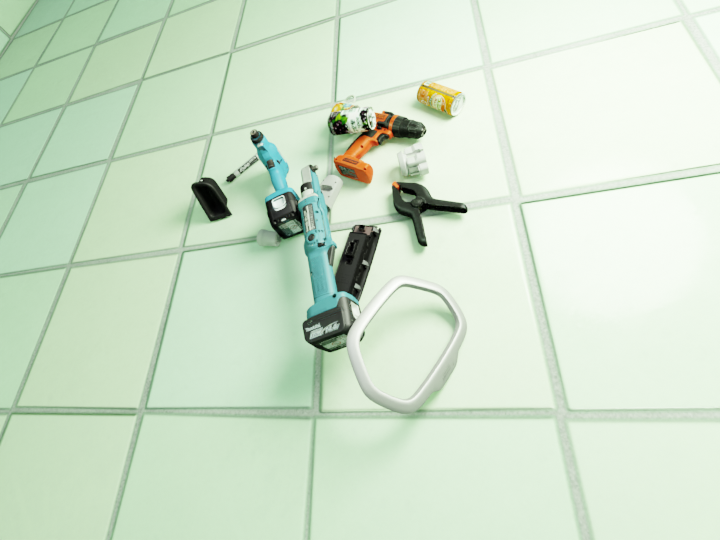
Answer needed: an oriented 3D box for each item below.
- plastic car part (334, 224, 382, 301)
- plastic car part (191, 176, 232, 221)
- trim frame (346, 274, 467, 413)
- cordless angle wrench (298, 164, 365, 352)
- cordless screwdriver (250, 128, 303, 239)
[{"bbox_3d":[-0.014,-0.014,0.866,0.068,0.064,0.205,10,69,17],"label":"plastic car part"},{"bbox_3d":[-0.381,-0.195,1.091,0.067,0.111,0.073,-15,34,12],"label":"plastic car part"},{"bbox_3d":[0.083,0.117,0.716,0.186,0.027,0.246,39,61,5],"label":"trim frame"},{"bbox_3d":[-0.083,-0.054,0.849,0.100,0.070,0.439,-26,55,19],"label":"cordless angle wrench"},{"bbox_3d":[-0.197,-0.206,0.988,0.075,0.151,0.259,-24,59,6],"label":"cordless screwdriver"}]
